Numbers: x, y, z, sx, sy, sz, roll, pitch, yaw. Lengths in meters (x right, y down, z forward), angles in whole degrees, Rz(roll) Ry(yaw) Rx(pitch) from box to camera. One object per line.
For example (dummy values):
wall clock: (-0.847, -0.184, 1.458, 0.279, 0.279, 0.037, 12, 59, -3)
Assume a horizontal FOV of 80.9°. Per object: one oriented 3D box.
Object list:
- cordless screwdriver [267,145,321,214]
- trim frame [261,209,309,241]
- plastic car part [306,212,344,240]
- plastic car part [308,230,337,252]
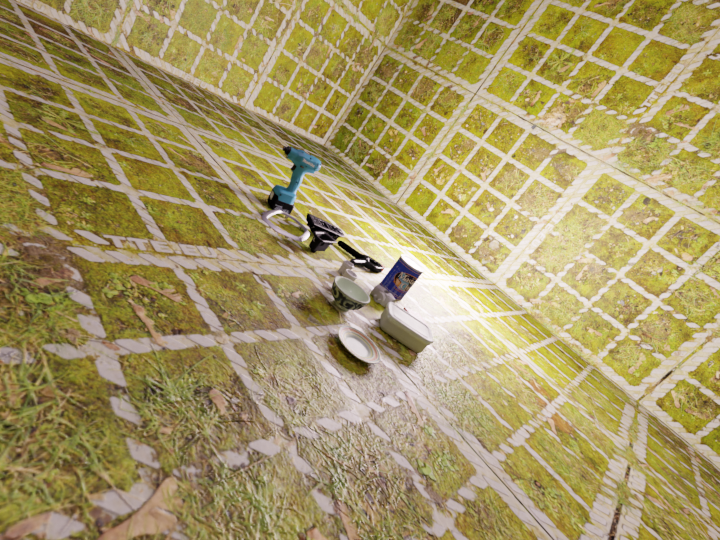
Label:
cordless screwdriver: (-0.275, -0.344, 1.603, 0.151, 0.249, 0.078, 23, 22, -33)
trim frame: (-0.269, -0.164, 1.513, 0.184, 0.027, 0.249, 33, 18, -3)
plastic car part: (-0.140, -0.157, 1.652, 0.192, 0.067, 0.070, 15, 27, -45)
plastic car part: (-0.145, -0.095, 1.480, 0.068, 0.071, 0.112, 41, 19, 17)
